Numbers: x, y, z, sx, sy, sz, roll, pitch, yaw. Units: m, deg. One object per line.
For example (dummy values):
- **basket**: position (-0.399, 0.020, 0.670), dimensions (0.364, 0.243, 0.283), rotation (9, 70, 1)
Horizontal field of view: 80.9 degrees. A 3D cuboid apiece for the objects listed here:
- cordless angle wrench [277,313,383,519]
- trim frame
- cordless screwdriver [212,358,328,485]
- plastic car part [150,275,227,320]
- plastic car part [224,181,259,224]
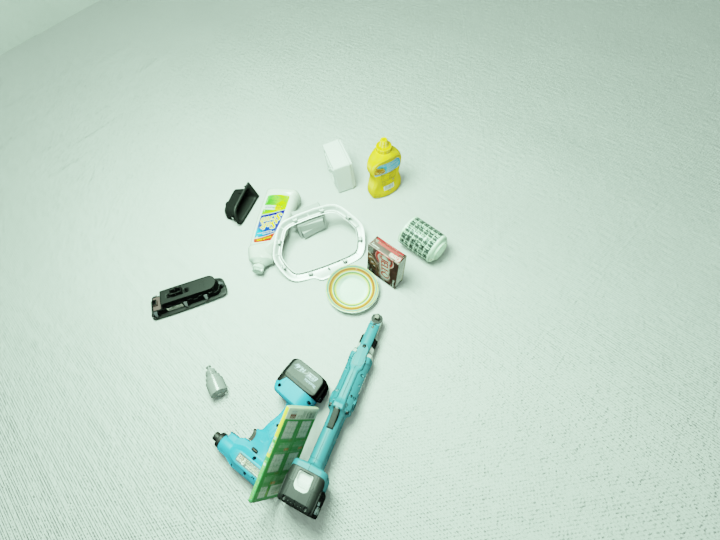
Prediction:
- **cordless angle wrench**: position (-0.037, 0.274, 0.882), dimensions (0.077, 0.094, 0.425), rotation (17, 59, 15)
- **trim frame**: position (-0.107, -0.070, 1.096), dimensions (0.246, 0.027, 0.185), rotation (-20, 86, -7)
- **cordless screwdriver**: position (-0.187, 0.303, 0.890), dimensions (0.166, 0.071, 0.248), rotation (26, 70, 21)
- **plastic car part**: position (-0.446, 0.058, 1.086), dimensions (0.202, 0.064, 0.069), rotation (-16, 52, -5)
- **plastic car part**: position (-0.358, -0.195, 1.230), dimensions (0.074, 0.062, 0.117), rotation (11, 63, 30)
